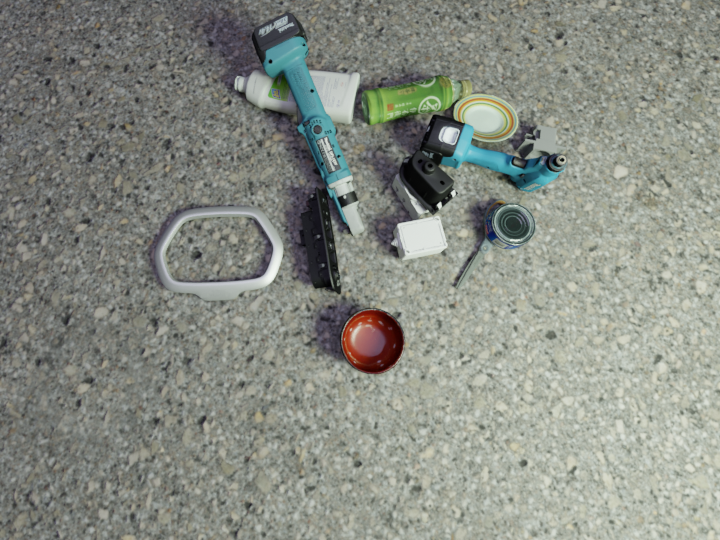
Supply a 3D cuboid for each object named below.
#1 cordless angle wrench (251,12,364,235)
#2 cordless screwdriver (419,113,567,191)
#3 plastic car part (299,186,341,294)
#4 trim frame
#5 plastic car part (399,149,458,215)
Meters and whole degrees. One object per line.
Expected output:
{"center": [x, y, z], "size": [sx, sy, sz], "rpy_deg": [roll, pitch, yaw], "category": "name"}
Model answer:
{"center": [-0.082, -0.266, 0.810], "size": [0.099, 0.074, 0.421], "rpy_deg": [-22, 93, 7], "category": "cordless angle wrench"}
{"center": [0.240, -0.218, 0.787], "size": [0.252, 0.157, 0.074], "rpy_deg": [21, 90, 5], "category": "cordless screwdriver"}
{"center": [-0.078, -0.051, 0.798], "size": [0.067, 0.064, 0.207], "rpy_deg": [-15, 77, 4], "category": "plastic car part"}
{"center": [-0.273, -0.035, 0.814], "size": [0.247, 0.027, 0.187], "rpy_deg": [-3, 75, -2], "category": "trim frame"}
{"center": [0.122, -0.169, 0.764], "size": [0.065, 0.070, 0.118], "rpy_deg": [-40, 84, -11], "category": "plastic car part"}
